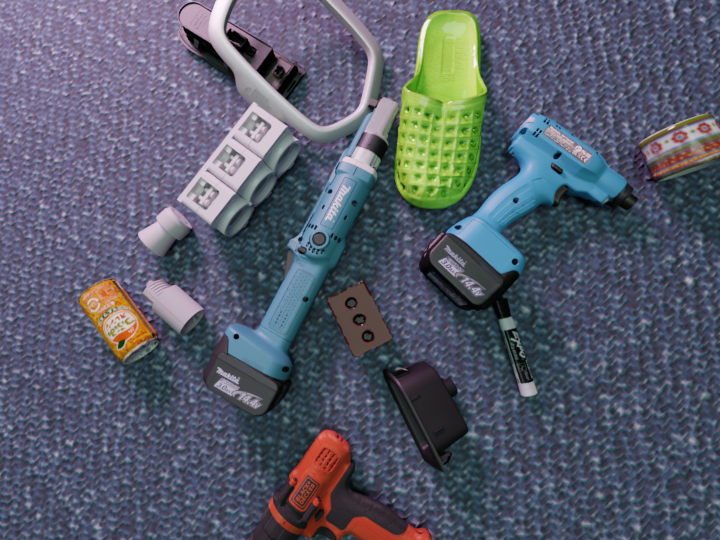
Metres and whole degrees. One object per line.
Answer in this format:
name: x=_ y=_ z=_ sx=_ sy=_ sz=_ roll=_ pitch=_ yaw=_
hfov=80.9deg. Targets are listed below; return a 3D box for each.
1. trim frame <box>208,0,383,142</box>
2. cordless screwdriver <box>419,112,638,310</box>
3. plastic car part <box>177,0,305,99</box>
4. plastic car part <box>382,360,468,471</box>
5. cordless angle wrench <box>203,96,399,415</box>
trim frame: x=-0.079 y=-0.283 z=0.556 sx=0.242 sy=0.028 sz=0.184 roll=41 pitch=84 yaw=-12
cordless screwdriver: x=0.198 y=-0.054 z=0.506 sx=0.162 sy=0.073 sz=0.248 roll=40 pitch=84 yaw=9
plastic car part: x=-0.180 y=-0.312 z=0.591 sx=0.208 sy=0.065 sz=0.066 roll=34 pitch=94 yaw=12
plastic car part: x=0.084 y=0.159 z=0.500 sx=0.070 sy=0.066 sz=0.119 roll=-21 pitch=78 yaw=-14
cordless angle wrench: x=-0.052 y=-0.034 z=0.534 sx=0.099 sy=0.073 sz=0.423 roll=26 pitch=84 yaw=7
